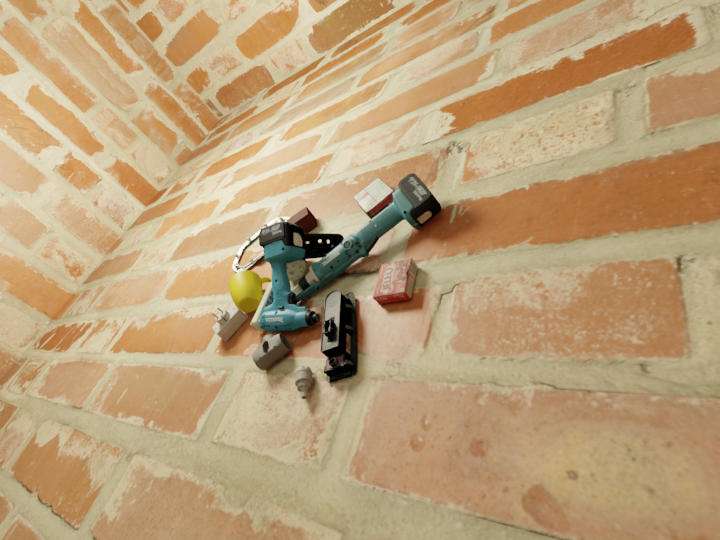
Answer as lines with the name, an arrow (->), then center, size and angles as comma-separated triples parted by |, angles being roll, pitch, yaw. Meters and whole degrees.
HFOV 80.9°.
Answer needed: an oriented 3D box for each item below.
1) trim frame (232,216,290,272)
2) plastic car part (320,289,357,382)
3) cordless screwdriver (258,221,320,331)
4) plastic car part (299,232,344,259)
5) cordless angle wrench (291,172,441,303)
trim frame -> -0.319, -0.089, 1.357 | 0.249, 0.026, 0.193 | -37, 35, 4
plastic car part -> -0.048, 0.115, 0.838 | 0.067, 0.064, 0.208 | -32, 32, 27
cordless screwdriver -> -0.162, 0.013, 0.972 | 0.165, 0.070, 0.252 | -10, 75, 34
plastic car part -> -0.106, -0.069, 1.080 | 0.114, 0.065, 0.073 | -4, 14, -13
cordless angle wrench -> -0.016, -0.050, 0.971 | 0.427, 0.070, 0.102 | -37, 58, 14
